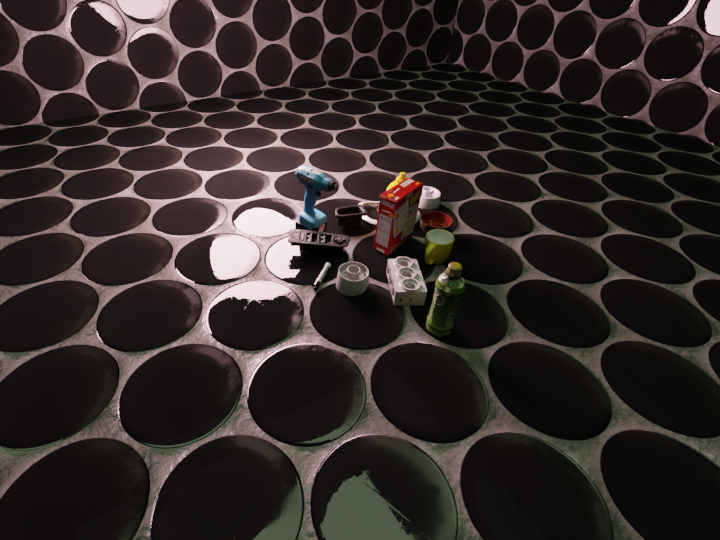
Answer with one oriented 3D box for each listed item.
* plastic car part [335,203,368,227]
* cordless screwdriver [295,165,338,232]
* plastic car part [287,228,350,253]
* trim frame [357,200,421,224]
[{"bbox_3d":[-0.041,-0.189,1.521,0.114,0.069,0.069,-13,41,-19],"label":"plastic car part"},{"bbox_3d":[-0.146,-0.215,1.411,0.167,0.242,0.073,30,44,29],"label":"cordless screwdriver"},{"bbox_3d":[-0.136,-0.089,1.394,0.203,0.065,0.068,2,38,0],"label":"plastic car part"},{"bbox_3d":[0.104,-0.218,1.596,0.247,0.027,0.191,-1,39,-4],"label":"trim frame"}]
